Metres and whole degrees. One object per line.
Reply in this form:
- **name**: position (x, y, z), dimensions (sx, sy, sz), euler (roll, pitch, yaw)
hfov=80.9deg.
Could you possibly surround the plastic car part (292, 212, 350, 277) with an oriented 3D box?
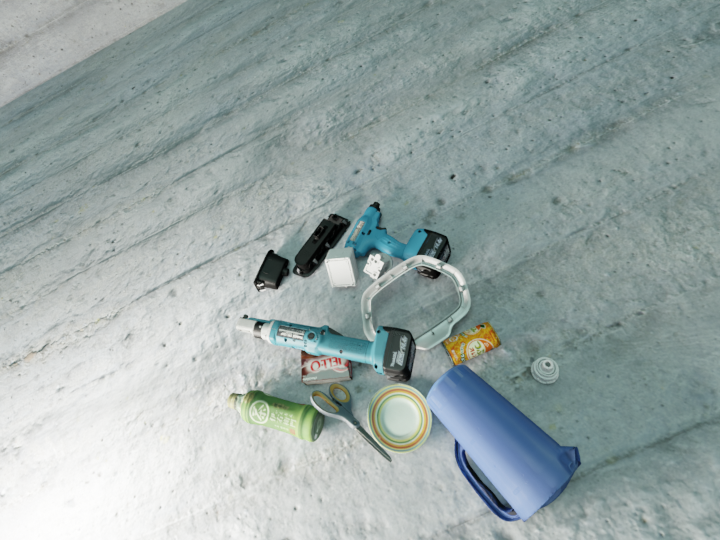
- **plastic car part**: position (-0.108, -0.071, 1.109), dimensions (0.069, 0.064, 0.203), euler (29, 77, 22)

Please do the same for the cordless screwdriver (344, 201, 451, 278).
- **cordless screwdriver**: position (0.095, -0.082, 1.033), dimensions (0.261, 0.070, 0.159), euler (17, 69, 31)

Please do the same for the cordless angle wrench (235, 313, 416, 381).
- **cordless angle wrench**: position (-0.098, 0.153, 0.932), dimensions (0.440, 0.071, 0.099), euler (6, 61, 24)

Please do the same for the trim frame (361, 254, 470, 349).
- **trim frame**: position (0.114, 0.078, 0.919), dimensions (0.250, 0.027, 0.188), euler (-36, 79, 10)

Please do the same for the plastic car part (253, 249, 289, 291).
- **plastic car part**: position (-0.226, 0.003, 1.115), dimensions (0.072, 0.064, 0.117), euler (18, 66, 10)
